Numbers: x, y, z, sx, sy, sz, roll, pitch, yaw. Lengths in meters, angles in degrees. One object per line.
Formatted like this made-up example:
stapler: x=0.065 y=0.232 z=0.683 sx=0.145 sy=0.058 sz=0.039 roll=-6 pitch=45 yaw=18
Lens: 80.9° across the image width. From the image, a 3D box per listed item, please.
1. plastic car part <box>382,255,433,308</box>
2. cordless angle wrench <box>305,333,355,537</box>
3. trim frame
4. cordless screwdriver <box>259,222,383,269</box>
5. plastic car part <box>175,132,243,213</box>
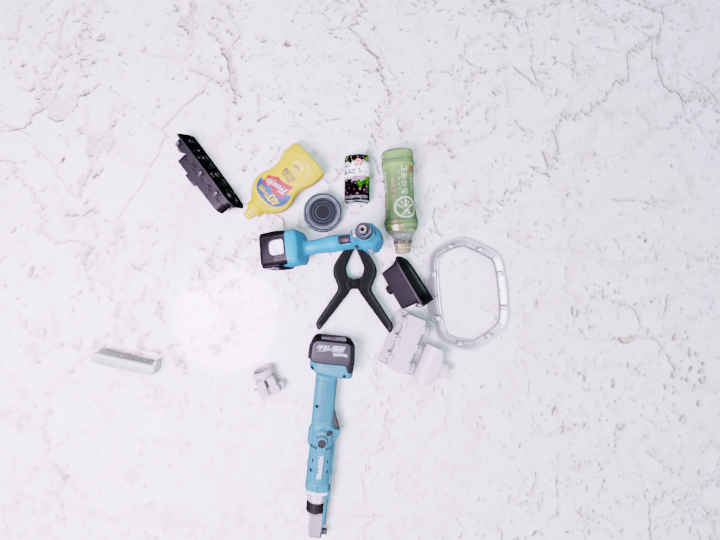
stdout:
plastic car part: x=0.091 y=0.034 z=0.908 sx=0.072 sy=0.063 sz=0.119 roll=-39 pitch=77 yaw=28
cordless angle wrench: x=-0.079 y=0.353 z=0.895 sx=0.098 sy=0.074 sz=0.422 roll=6 pitch=90 yaw=-2
trim frame: x=0.231 y=0.051 z=0.926 sx=0.184 sy=0.027 sz=0.248 roll=-4 pitch=90 yaw=1
cordless screwdriver: x=-0.083 y=-0.054 z=0.846 sx=0.253 sy=0.155 sz=0.075 roll=-7 pitch=83 yaw=11
plastic car part: x=-0.336 y=-0.202 z=0.917 sx=0.067 sy=0.066 sz=0.203 roll=-41 pitch=89 yaw=8
